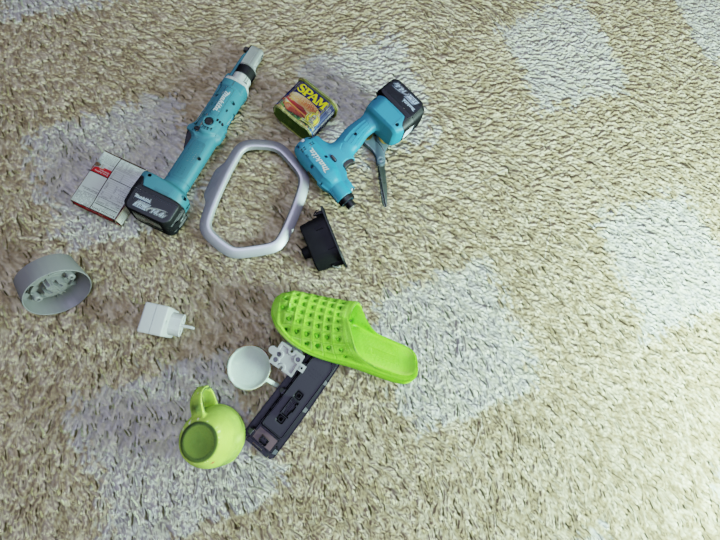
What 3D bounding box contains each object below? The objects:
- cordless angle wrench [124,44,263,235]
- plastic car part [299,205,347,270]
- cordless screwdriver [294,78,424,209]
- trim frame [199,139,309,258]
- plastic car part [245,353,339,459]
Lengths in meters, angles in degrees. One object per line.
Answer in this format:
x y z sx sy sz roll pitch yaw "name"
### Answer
-0.288 -0.269 0.802 0.098 0.074 0.425 24 71 -3 "cordless angle wrench"
-0.076 -0.050 0.778 0.071 0.065 0.118 -19 83 2 "plastic car part"
0.014 -0.240 0.813 0.247 0.073 0.162 -37 83 -7 "cordless screwdriver"
-0.200 -0.138 0.799 0.183 0.027 0.250 19 76 -3 "trim frame"
-0.109 0.209 0.702 0.068 0.066 0.202 36 71 8 "plastic car part"
